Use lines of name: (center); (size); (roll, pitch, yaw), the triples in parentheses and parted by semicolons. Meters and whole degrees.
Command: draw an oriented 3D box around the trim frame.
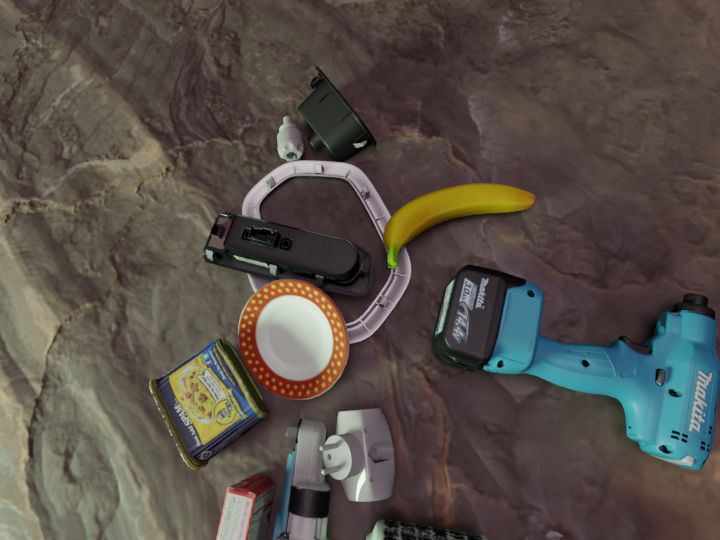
trim frame: (-0.050, -0.032, 0.507); (0.184, 0.027, 0.256); (-24, 70, 0)

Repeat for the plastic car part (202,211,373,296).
plastic car part: (-0.083, -0.026, 0.470); (0.207, 0.065, 0.067); (15, 66, 10)

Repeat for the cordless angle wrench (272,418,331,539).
cordless angle wrench: (-0.064, 0.351, 0.348); (0.099, 0.072, 0.430); (3, 68, 7)

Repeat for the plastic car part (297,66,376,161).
plastic car part: (-0.040, -0.191, 0.551); (0.071, 0.063, 0.120); (-35, 73, 10)

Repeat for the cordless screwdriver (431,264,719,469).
cordless screwdriver: (0.208, 0.060, 0.412); (0.254, 0.072, 0.160); (21, 74, 11)
